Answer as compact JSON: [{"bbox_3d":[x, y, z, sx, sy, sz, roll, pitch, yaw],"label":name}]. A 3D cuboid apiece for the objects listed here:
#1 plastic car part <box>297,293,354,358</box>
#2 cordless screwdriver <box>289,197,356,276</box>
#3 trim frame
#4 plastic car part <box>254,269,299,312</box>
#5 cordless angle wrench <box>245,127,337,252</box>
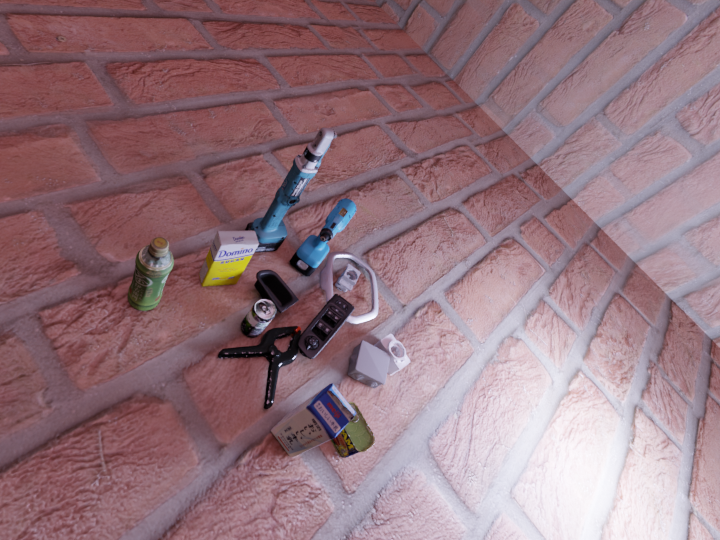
[{"bbox_3d":[-0.097,0.147,1.076,0.066,0.067,0.201,41,45,-1],"label":"plastic car part"},{"bbox_3d":[-0.109,-0.071,1.113,0.074,0.251,0.159,38,45,-6],"label":"cordless screwdriver"},{"bbox_3d":[-0.031,0.045,1.226,0.178,0.028,0.256,16,49,-21],"label":"trim frame"},{"bbox_3d":[-0.224,0.058,1.066,0.119,0.071,0.064,49,45,9],"label":"plastic car part"},{"bbox_3d":[-0.175,-0.189,1.042,0.094,0.426,0.077,-4,62,-37],"label":"cordless angle wrench"}]
